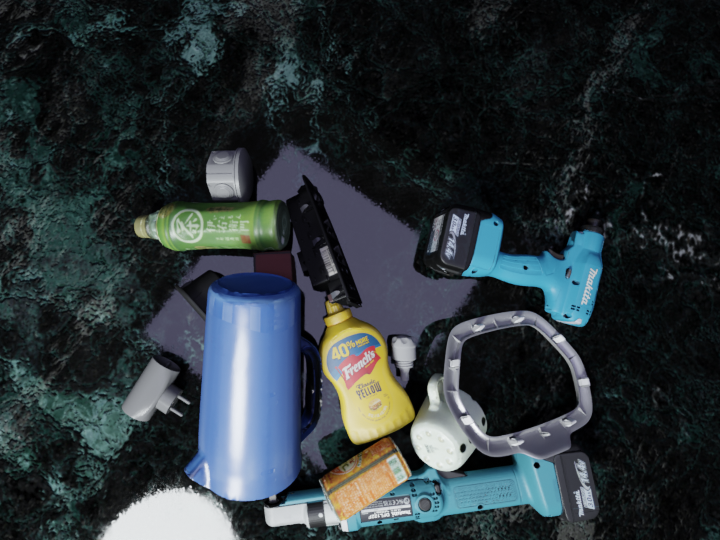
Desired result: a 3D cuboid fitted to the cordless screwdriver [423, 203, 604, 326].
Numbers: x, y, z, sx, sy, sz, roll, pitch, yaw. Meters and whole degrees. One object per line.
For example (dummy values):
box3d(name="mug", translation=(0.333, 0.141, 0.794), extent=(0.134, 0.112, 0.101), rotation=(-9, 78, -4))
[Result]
box3d(name="cordless screwdriver", translation=(0.229, -0.034, 0.611), extent=(0.248, 0.074, 0.160), rotation=(20, 82, -3))

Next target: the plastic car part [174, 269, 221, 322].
box3d(name="plastic car part", translation=(-0.202, 0.043, 0.604), extent=(0.070, 0.066, 0.118), rotation=(-39, 82, -22))

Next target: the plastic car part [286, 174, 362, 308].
box3d(name="plastic car part", translation=(-0.059, -0.038, 0.600), extent=(0.068, 0.063, 0.209), rotation=(-25, 69, 19))

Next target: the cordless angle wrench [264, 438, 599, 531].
box3d(name="cordless angle wrench", translation=(0.082, 0.298, 0.565), extent=(0.423, 0.074, 0.099), rotation=(-8, 84, 0))

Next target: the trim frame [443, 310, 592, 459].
box3d(name="trim frame", translation=(0.215, 0.146, 0.564), extent=(0.240, 0.028, 0.189), rotation=(-5, 67, -26))
